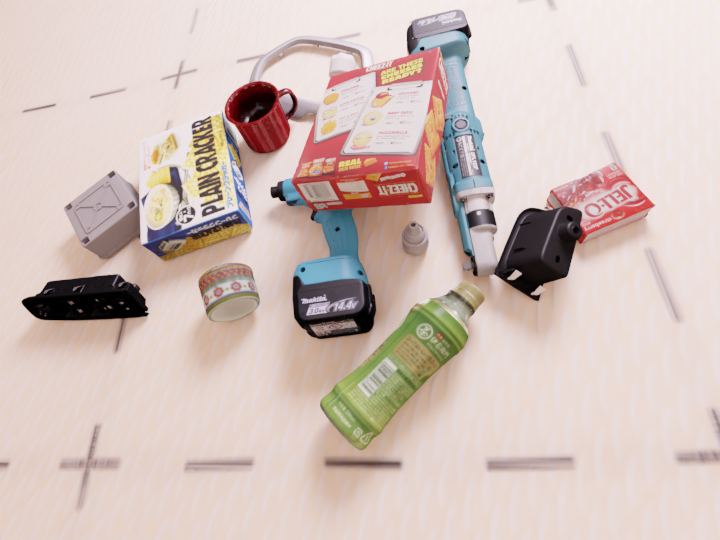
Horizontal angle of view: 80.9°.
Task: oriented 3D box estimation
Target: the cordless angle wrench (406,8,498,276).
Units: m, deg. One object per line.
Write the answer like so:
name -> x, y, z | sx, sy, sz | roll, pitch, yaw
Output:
cordless angle wrench -> 0.139, -0.192, 0.601 | 0.099, 0.071, 0.434 | -9, 65, 10

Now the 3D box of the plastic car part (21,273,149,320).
plastic car part -> -0.420, 0.038, 0.645 | 0.206, 0.063, 0.069 | -8, 55, 11

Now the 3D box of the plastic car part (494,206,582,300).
plastic car part -> 0.219, -0.032, 0.491 | 0.065, 0.072, 0.117 | 31, 74, -13

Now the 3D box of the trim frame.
trim frame -> -0.090, -0.351, 0.761 | 0.259, 0.026, 0.184 | 23, 72, 22

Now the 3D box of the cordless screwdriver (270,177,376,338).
cordless screwdriver -> -0.057, -0.037, 0.578 | 0.162, 0.071, 0.255 | -6, 60, 12
